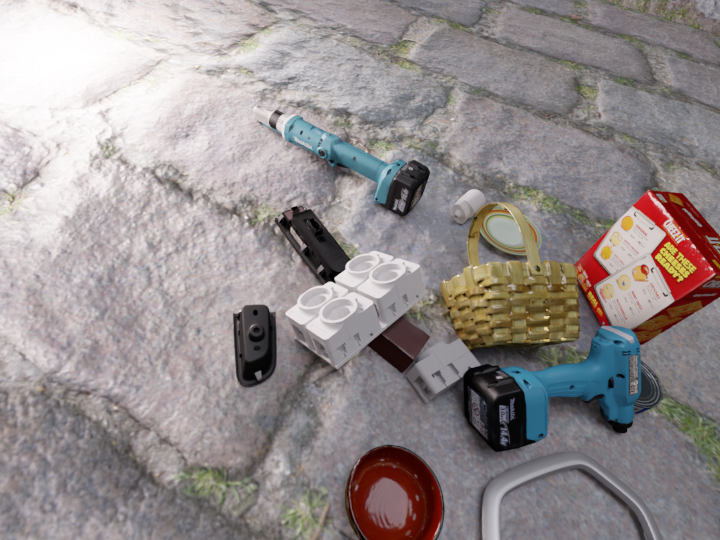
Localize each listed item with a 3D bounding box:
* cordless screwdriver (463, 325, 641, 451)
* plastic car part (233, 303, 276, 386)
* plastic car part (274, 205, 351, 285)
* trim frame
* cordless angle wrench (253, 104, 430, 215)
[{"bbox_3d":[0.274,0.183,0.586,0.245,0.156,0.077,-14,14,-10],"label":"cordless screwdriver"},{"bbox_3d":[-0.149,0.095,0.602,0.065,0.069,0.121,-2,50,-14],"label":"plastic car part"},{"bbox_3d":[-0.072,-0.047,0.738,0.064,0.066,0.212,-18,60,-33],"label":"plastic car part"},{"bbox_3d":[0.259,0.331,0.516,0.242,0.027,0.192,-10,53,-19],"label":"trim frame"},{"bbox_3d":[-0.064,-0.256,0.887,0.439,0.095,0.073,32,56,19],"label":"cordless angle wrench"}]
